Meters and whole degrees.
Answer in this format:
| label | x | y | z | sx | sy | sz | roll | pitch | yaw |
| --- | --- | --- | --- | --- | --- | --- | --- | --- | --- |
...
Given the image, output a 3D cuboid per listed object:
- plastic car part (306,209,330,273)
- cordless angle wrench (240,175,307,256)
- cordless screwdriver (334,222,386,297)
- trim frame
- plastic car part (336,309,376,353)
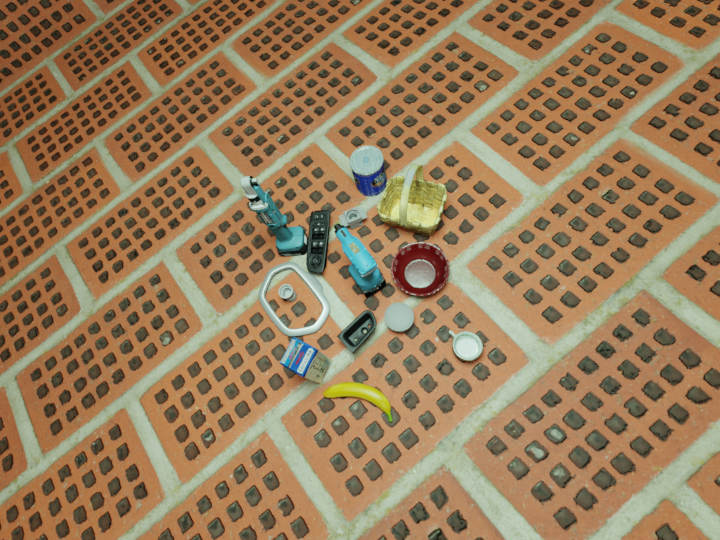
| label | x | y | z | sx | sy | sz | roll | pitch | yaw |
| --- | --- | --- | --- | --- | --- | --- | --- | --- | --- |
| plastic car part | -0.128 | -0.084 | 1.310 | 0.068 | 0.064 | 0.206 | 1 | 69 | 11 |
| cordless angle wrench | -0.243 | -0.146 | 1.174 | 0.099 | 0.407 | 0.076 | -4 | 70 | 8 |
| cordless screwdriver | -0.005 | -0.026 | 1.162 | 0.074 | 0.239 | 0.166 | -34 | 68 | -4 |
| trim frame | -0.202 | 0.085 | 1.283 | 0.184 | 0.026 | 0.259 | -41 | 66 | -4 |
| plastic car part | 0.002 | 0.170 | 1.177 | 0.116 | 0.068 | 0.069 | -44 | 68 | -6 |
